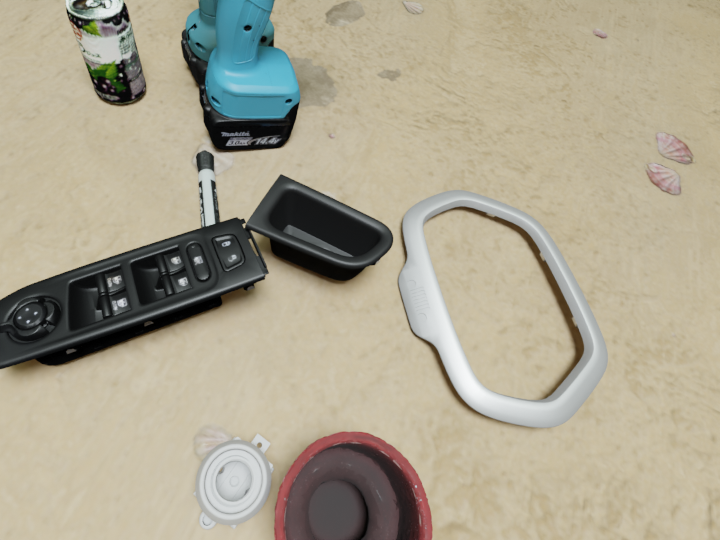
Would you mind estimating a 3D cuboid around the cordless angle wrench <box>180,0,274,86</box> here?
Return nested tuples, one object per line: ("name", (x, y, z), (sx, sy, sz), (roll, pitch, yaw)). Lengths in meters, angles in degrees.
("cordless angle wrench", (-0.113, -0.336, 0.344), (0.095, 0.419, 0.077), (-20, 70, -24))

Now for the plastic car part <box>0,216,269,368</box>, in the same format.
("plastic car part", (-0.178, 0.021, 0.333), (0.198, 0.066, 0.069), (-19, 68, -20))

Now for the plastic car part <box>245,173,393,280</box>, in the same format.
("plastic car part", (-0.037, -0.024, 0.383), (0.117, 0.070, 0.066), (26, 59, 3))

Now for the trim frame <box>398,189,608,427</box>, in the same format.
("trim frame", (0.131, 0.021, 0.412), (0.180, 0.027, 0.257), (-6, 62, -14))

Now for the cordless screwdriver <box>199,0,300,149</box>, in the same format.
("cordless screwdriver", (-0.077, -0.222, 0.386), (0.155, 0.246, 0.077), (-9, 66, -19))
